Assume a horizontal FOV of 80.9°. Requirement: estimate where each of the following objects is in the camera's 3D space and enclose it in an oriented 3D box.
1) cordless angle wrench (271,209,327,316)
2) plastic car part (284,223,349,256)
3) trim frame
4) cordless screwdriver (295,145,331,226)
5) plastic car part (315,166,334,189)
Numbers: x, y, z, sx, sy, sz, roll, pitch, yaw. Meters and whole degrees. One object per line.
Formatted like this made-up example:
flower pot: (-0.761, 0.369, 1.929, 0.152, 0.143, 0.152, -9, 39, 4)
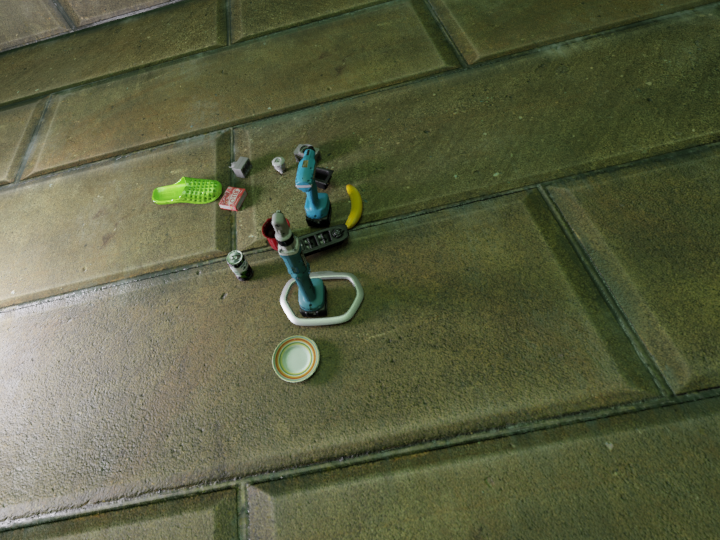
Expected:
cordless angle wrench: (-0.156, -0.006, 1.077, 0.075, 0.406, 0.101, -5, 58, 5)
plastic car part: (-0.130, -0.085, 1.328, 0.202, 0.064, 0.069, -21, 57, -2)
trim frame: (-0.115, 0.077, 1.243, 0.252, 0.026, 0.190, -7, 57, 8)
cordless screwdriver: (-0.147, -0.260, 1.339, 0.076, 0.238, 0.163, 0, 58, 8)
plastic car part: (-0.153, -0.321, 1.483, 0.121, 0.068, 0.066, 18, 63, 22)
